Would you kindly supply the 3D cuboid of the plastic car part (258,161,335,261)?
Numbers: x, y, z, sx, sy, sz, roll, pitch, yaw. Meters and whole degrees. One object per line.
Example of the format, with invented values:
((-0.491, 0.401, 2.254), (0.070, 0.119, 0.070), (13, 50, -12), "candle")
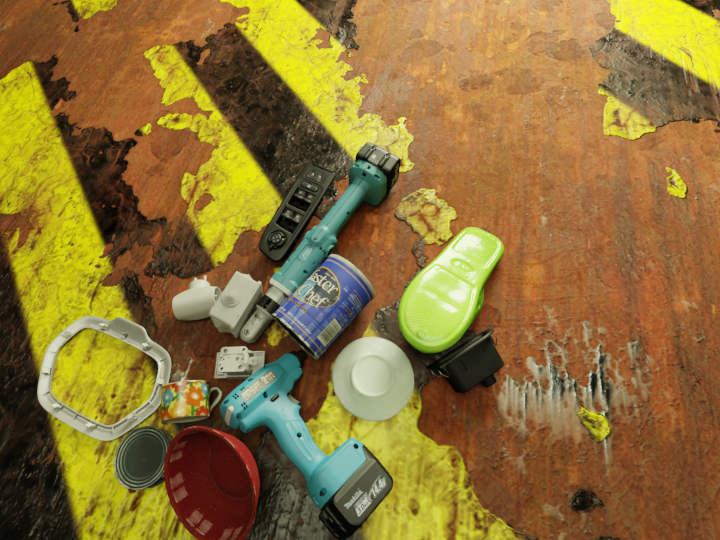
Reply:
((-0.122, -0.104, 0.799), (0.068, 0.065, 0.203), (28, 73, 9), "plastic car part")

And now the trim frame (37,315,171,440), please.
((-0.440, 0.172, 0.720), (0.257, 0.026, 0.185), (18, 66, 17), "trim frame")

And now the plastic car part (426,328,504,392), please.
((0.173, 0.146, 0.646), (0.115, 0.065, 0.072), (-26, 80, -11), "plastic car part")

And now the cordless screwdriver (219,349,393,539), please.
((-0.065, 0.232, 0.610), (0.259, 0.073, 0.155), (37, 46, 20), "cordless screwdriver")

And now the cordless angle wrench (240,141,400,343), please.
((-0.074, -0.048, 0.756), (0.077, 0.095, 0.422), (32, 74, 14), "cordless angle wrench")
